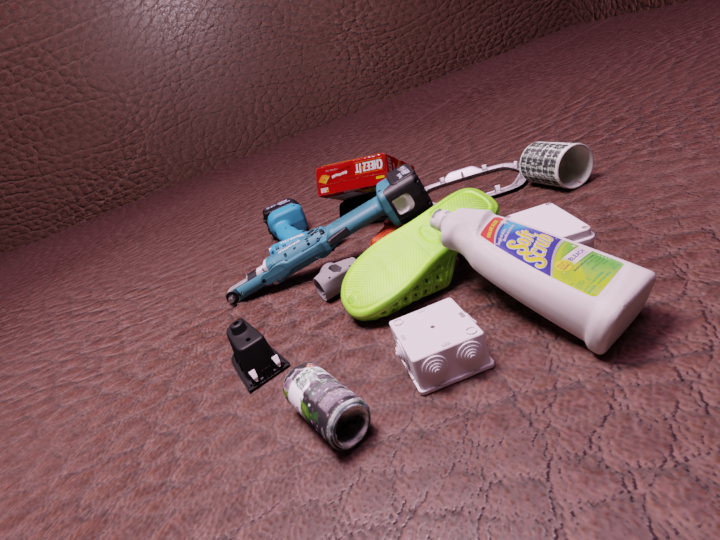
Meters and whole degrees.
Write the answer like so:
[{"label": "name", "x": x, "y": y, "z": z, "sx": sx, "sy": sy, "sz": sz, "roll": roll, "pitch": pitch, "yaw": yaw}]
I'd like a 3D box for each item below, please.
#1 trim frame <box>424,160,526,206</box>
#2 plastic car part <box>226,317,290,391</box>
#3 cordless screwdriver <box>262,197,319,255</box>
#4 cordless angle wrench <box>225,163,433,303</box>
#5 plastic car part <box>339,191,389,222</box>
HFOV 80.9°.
[{"label": "trim frame", "x": 0.236, "y": -0.187, "z": 0.914, "sx": 0.253, "sy": 0.026, "sz": 0.187, "roll": -17, "pitch": 26, "yaw": 13}, {"label": "plastic car part", "x": -0.163, "y": 0.107, "z": 0.611, "sx": 0.065, "sy": 0.068, "sz": 0.123, "roll": -30, "pitch": 30, "yaw": -23}, {"label": "cordless screwdriver", "x": -0.142, "y": -0.099, "z": 0.978, "sx": 0.158, "sy": 0.071, "sz": 0.260, "roll": -24, "pitch": 30, "yaw": -5}, {"label": "cordless angle wrench", "x": -0.077, "y": -0.050, "z": 0.784, "sx": 0.428, "sy": 0.072, "sz": 0.100, "roll": -29, "pitch": 22, "yaw": 12}, {"label": "plastic car part", "x": 0.046, "y": -0.146, "z": 0.937, "sx": 0.210, "sy": 0.065, "sz": 0.066, "roll": -7, "pitch": 18, "yaw": 26}]
